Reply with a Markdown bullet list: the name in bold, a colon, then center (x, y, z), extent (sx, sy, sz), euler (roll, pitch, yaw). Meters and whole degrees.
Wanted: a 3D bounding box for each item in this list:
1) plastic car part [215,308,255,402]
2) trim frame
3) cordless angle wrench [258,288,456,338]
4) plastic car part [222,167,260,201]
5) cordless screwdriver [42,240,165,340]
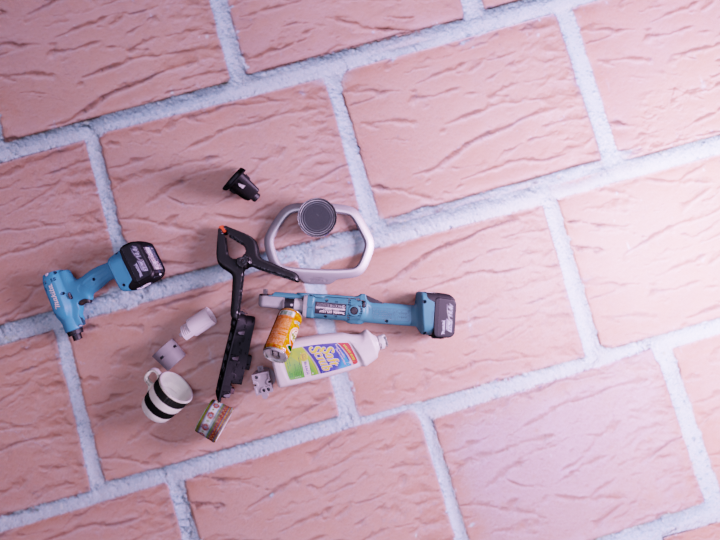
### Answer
- **plastic car part**: center (-0.269, 0.179, 0.921), extent (0.066, 0.067, 0.203), euler (9, 87, -13)
- **trim frame**: center (-0.093, -0.061, 0.954), extent (0.247, 0.027, 0.185), euler (1, 86, -2)
- **cordless angle wrench**: center (-0.014, 0.084, 0.927), extent (0.424, 0.074, 0.098), euler (4, 88, 2)
- **plastic car part**: center (-0.252, -0.180, 0.922), extent (0.068, 0.122, 0.066), euler (41, 87, -26)
- **cordless screwdriver**: center (-0.553, 0.041, 0.921), extent (0.249, 0.074, 0.160), euler (-22, 89, 2)
